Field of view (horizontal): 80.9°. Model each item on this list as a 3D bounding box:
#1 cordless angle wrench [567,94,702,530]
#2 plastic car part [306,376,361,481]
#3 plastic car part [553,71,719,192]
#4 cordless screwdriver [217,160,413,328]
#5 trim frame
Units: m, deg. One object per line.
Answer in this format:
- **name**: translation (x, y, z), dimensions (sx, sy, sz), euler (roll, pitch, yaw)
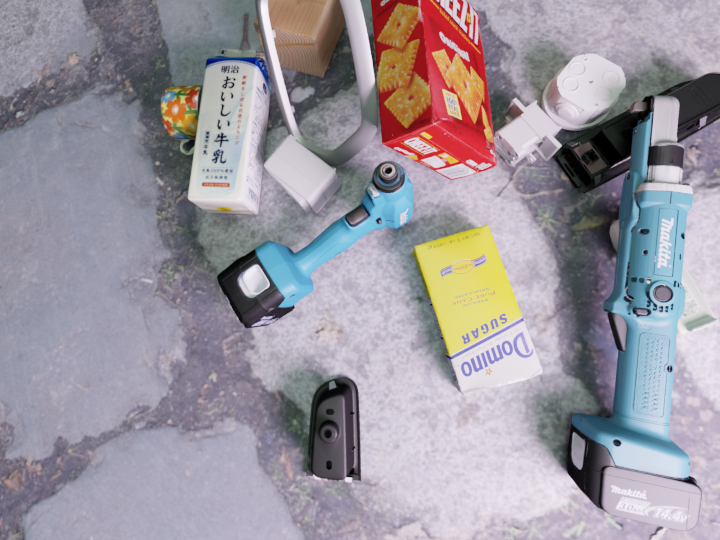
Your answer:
- **cordless angle wrench**: translation (0.294, 0.025, 0.437), dimensions (0.100, 0.073, 0.424), euler (7, 86, 9)
- **plastic car part**: translation (-0.033, 0.187, 0.485), dimensions (0.067, 0.069, 0.117), euler (0, 83, 6)
- **plastic car part**: translation (0.343, -0.174, 0.499), dimensions (0.203, 0.065, 0.068), euler (-27, 71, 0)
- **cordless screwdriver**: translation (-0.048, -0.031, 0.486), dimensions (0.249, 0.155, 0.076), euler (-34, 80, 3)
- **trim frame**: translation (-0.057, -0.245, 0.511), dimensions (0.194, 0.240, 0.027), euler (14, 38, 41)
